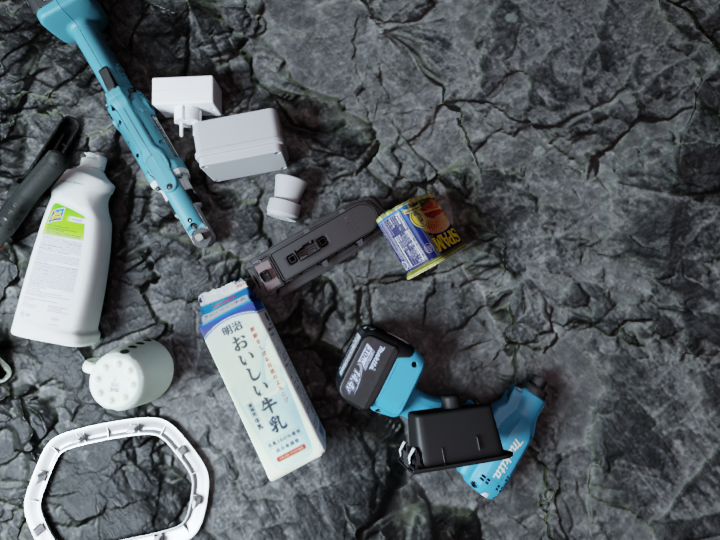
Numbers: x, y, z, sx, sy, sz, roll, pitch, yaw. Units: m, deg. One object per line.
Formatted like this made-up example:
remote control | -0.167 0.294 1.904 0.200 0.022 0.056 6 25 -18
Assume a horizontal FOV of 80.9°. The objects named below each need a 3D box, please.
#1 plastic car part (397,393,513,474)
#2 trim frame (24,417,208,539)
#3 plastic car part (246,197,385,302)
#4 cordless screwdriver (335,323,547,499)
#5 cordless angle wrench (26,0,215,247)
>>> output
plastic car part | 0.099 0.176 0.470 0.115 0.065 0.072 -9 78 -8
trim frame | -0.321 0.294 0.553 0.248 0.027 0.185 -10 86 -1
plastic car part | -0.055 -0.036 0.558 0.202 0.066 0.068 -30 80 -4
cordless screwdriver | 0.102 0.149 0.529 0.249 0.074 0.159 32 86 0
cordless angle wrench | -0.311 -0.214 0.574 0.074 0.098 0.424 -31 89 -3
